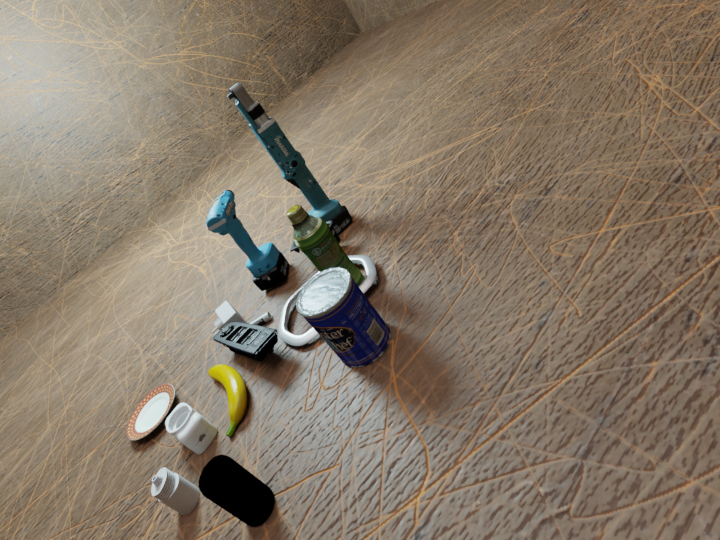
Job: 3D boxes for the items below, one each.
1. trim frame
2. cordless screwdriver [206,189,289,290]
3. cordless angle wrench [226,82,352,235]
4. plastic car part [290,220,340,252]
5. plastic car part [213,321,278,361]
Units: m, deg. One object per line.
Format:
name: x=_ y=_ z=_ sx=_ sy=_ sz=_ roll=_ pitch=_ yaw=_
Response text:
trim frame: x=-0.072 y=0.056 z=0.873 sx=0.247 sy=0.026 sz=0.194 roll=-41 pitch=33 yaw=-6
cordless screwdriver: x=-0.273 y=-0.079 z=1.037 sx=0.075 sy=0.237 sz=0.164 roll=-27 pitch=32 yaw=15
cordless angle wrench: x=-0.165 y=-0.251 z=0.996 sx=0.097 sy=0.404 sz=0.078 roll=-41 pitch=30 yaw=-9
plastic car part: x=-0.099 y=-0.065 z=1.012 sx=0.120 sy=0.068 sz=0.067 roll=-18 pitch=36 yaw=28
plastic car part: x=-0.235 y=0.147 z=0.878 sx=0.213 sy=0.064 sz=0.066 roll=4 pitch=49 yaw=46
